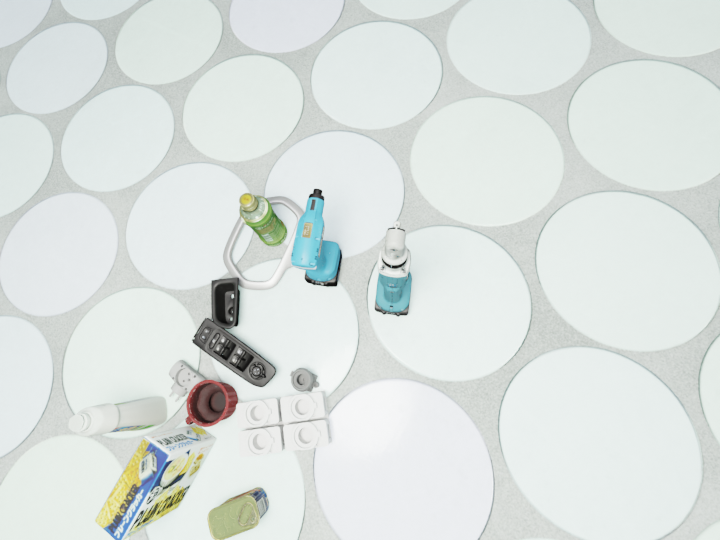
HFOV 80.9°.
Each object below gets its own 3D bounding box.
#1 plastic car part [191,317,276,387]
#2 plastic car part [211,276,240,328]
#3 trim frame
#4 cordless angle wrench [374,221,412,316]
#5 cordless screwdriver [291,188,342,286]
[{"bbox_3d":[-0.277,0.188,0.946,0.209,0.065,0.066,31,80,16],"label":"plastic car part"},{"bbox_3d":[-0.305,0.082,0.981,0.067,0.069,0.119,-7,73,5],"label":"plastic car part"},{"bbox_3d":[-0.234,-0.070,1.038,0.189,0.027,0.249,20,77,14],"label":"trim frame"},{"bbox_3d":[0.060,0.008,0.764,0.075,0.411,0.099,7,76,6],"label":"cordless angle wrench"},{"bbox_3d":[-0.088,-0.057,0.897,0.075,0.242,0.161,7,76,6],"label":"cordless screwdriver"}]
